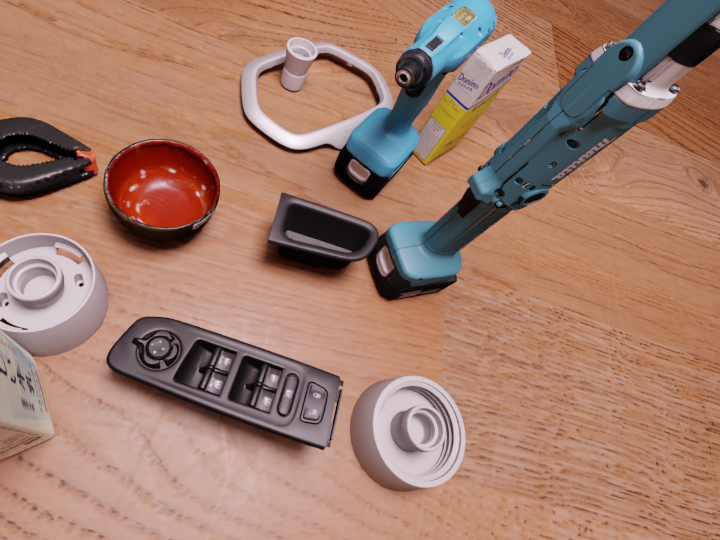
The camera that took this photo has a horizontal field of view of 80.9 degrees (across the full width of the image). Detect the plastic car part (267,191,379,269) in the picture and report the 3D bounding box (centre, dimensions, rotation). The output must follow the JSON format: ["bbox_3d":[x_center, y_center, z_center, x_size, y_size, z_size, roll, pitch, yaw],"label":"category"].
[{"bbox_3d":[-0.047,-0.031,0.479,0.114,0.071,0.067,17,60,-12],"label":"plastic car part"}]

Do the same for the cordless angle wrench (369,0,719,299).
[{"bbox_3d":[0.134,-0.083,0.362,0.095,0.425,0.076,-6,69,-26],"label":"cordless angle wrench"}]

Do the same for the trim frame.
[{"bbox_3d":[-0.060,-0.260,0.623,0.243,0.027,0.188,-32,77,-30],"label":"trim frame"}]

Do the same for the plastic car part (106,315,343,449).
[{"bbox_3d":[-0.121,0.099,0.386,0.200,0.067,0.067,23,59,-7],"label":"plastic car part"}]

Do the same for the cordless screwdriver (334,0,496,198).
[{"bbox_3d":[0.041,-0.174,0.481,0.074,0.250,0.158,41,57,-1],"label":"cordless screwdriver"}]
